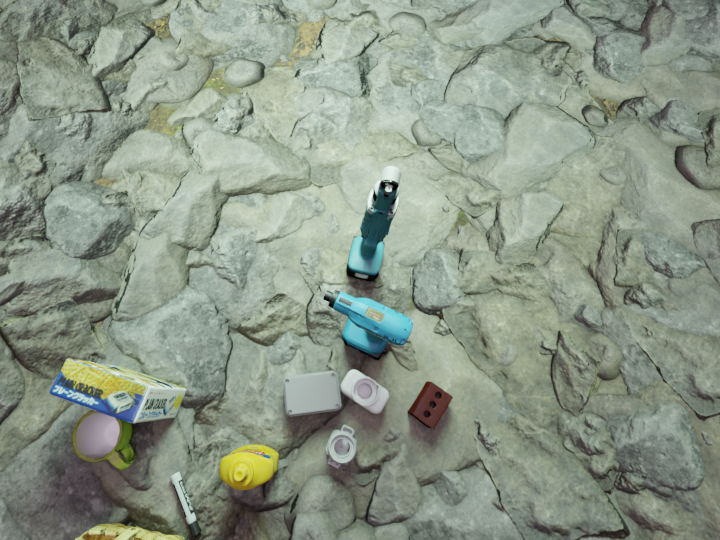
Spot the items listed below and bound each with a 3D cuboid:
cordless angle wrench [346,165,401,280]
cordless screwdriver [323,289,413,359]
[{"bbox_3d":[0.027,-0.081,0.799,0.075,0.416,0.099,14,72,-1],"label":"cordless angle wrench"},{"bbox_3d":[0.001,0.103,0.824,0.161,0.245,0.074,26,73,4],"label":"cordless screwdriver"}]
